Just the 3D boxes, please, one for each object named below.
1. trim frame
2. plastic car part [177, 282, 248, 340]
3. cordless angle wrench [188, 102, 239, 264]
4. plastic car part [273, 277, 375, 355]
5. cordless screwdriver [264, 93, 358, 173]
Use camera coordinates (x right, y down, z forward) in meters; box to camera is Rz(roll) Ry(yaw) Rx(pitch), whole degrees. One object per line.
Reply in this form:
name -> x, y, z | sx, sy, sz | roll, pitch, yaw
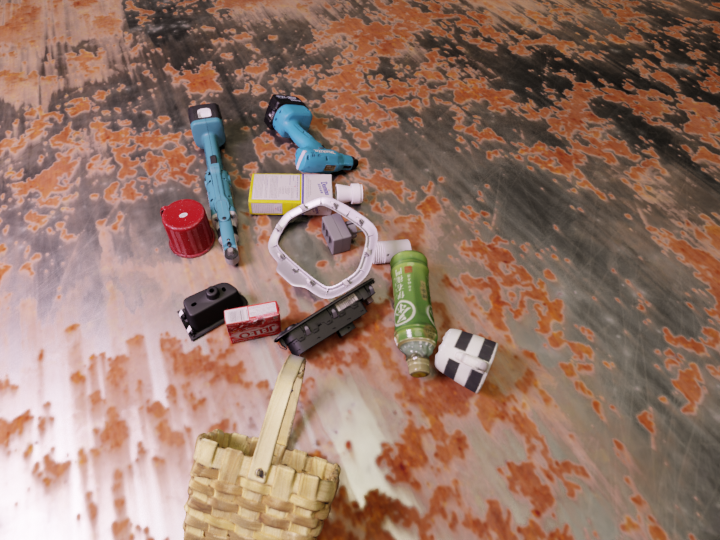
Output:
trim frame -> -0.078, -0.051, 0.793 | 0.184, 0.026, 0.263 | -48, 54, -5
plastic car part -> -0.258, 0.056, 0.732 | 0.115, 0.069, 0.069 | -30, 63, -19
cordless angle wrench -> -0.307, -0.191, 0.910 | 0.073, 0.095, 0.440 | -12, 59, -13
plastic car part -> -0.054, 0.087, 0.725 | 0.199, 0.067, 0.068 | -26, 86, -21
cordless screwdriver -> -0.119, -0.318, 1.004 | 0.152, 0.074, 0.261 | -7, 50, -37
